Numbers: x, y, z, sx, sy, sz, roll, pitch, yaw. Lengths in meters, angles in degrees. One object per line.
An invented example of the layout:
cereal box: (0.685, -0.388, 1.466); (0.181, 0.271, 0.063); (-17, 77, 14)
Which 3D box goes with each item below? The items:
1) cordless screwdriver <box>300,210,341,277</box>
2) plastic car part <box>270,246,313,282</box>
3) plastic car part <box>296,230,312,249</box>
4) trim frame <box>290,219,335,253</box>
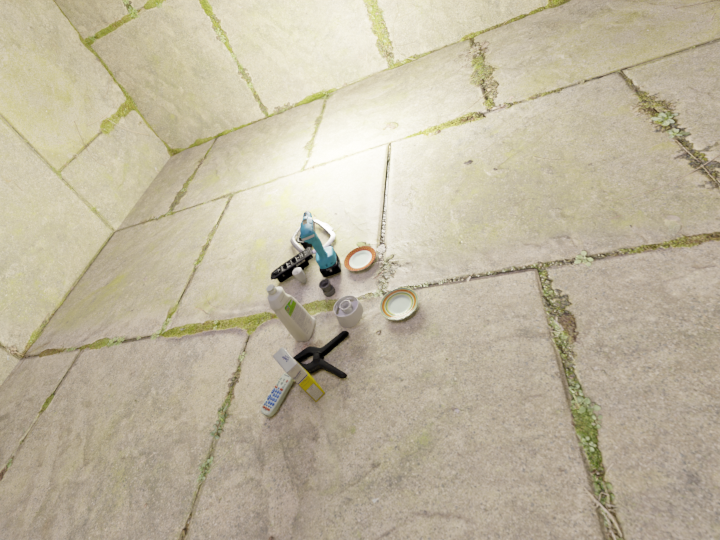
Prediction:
cordless screwdriver: (-0.157, -0.102, 1.601); (0.075, 0.236, 0.165); (-21, 39, 11)
plastic car part: (-0.275, -0.015, 1.721); (0.203, 0.064, 0.069); (-30, 39, 2)
plastic car part: (-0.228, -0.133, 1.811); (0.068, 0.067, 0.118); (-9, 44, 24)
trim frame: (-0.207, -0.146, 1.844); (0.183, 0.026, 0.263); (-39, 40, -9)
